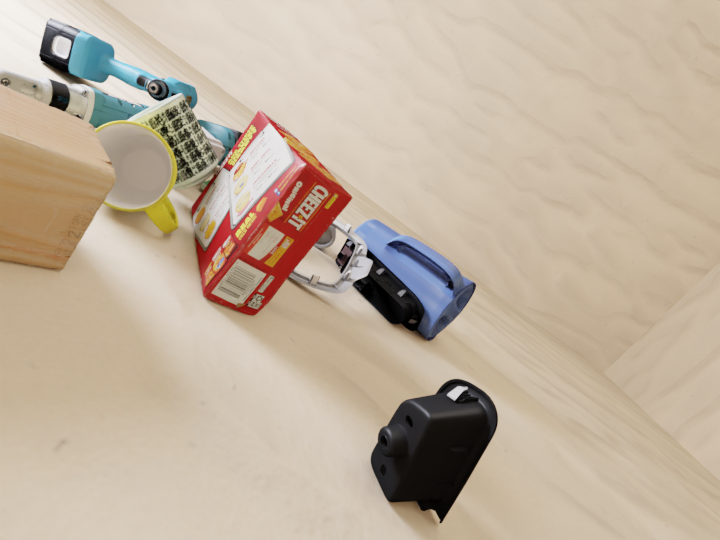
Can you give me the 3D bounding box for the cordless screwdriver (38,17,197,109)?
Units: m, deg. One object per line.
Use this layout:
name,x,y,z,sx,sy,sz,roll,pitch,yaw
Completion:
cordless screwdriver,-0.412,-0.339,0.715,0.247,0.074,0.161,22,14,-6

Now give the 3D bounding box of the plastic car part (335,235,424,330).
plastic car part,0.026,0.024,0.746,0.212,0.066,0.064,43,24,23

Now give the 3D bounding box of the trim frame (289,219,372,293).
trim frame,-0.068,-0.044,0.690,0.185,0.027,0.248,29,26,1

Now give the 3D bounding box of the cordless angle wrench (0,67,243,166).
cordless angle wrench,-0.335,-0.229,0.656,0.102,0.074,0.408,23,12,20

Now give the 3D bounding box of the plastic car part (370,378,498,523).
plastic car part,0.045,0.135,0.329,0.068,0.115,0.069,3,30,-27
